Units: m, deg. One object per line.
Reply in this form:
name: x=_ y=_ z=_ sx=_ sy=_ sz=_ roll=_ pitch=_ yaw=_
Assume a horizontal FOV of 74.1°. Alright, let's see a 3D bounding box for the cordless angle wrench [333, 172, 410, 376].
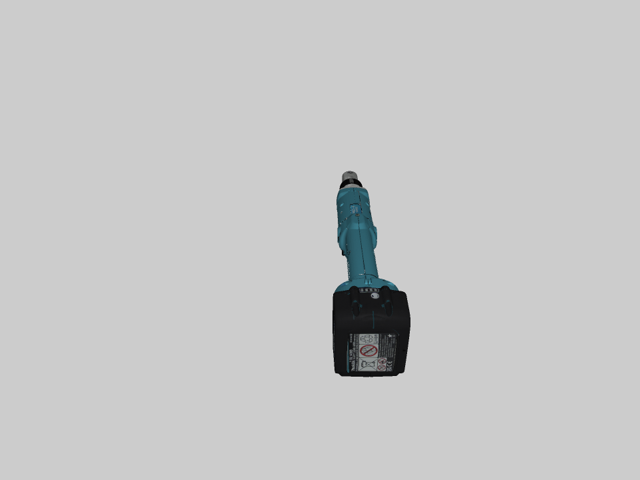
cordless angle wrench: x=0.051 y=-0.004 z=0.592 sx=0.074 sy=0.098 sz=0.421 roll=-1 pitch=32 yaw=1
